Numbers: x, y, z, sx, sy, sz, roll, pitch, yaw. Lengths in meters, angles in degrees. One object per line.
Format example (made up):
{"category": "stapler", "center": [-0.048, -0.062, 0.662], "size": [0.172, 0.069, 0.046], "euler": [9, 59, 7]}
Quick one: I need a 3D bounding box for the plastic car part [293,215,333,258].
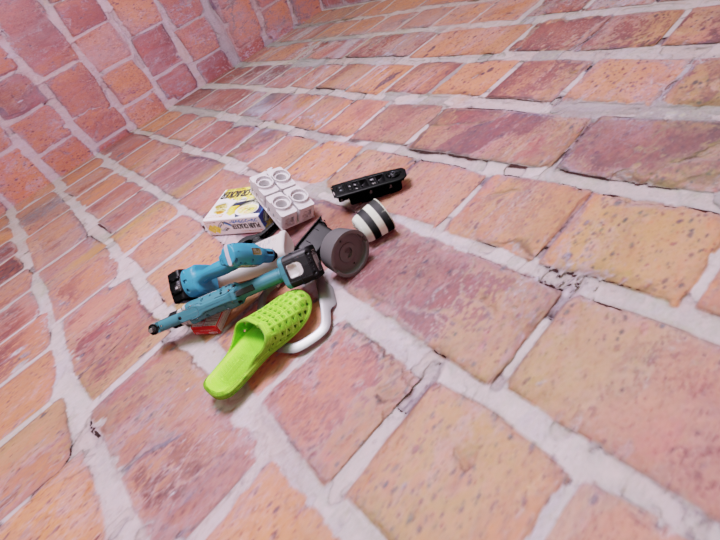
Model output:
{"category": "plastic car part", "center": [-0.102, -0.067, 1.044], "size": [0.074, 0.063, 0.116], "euler": [22, 61, 26]}

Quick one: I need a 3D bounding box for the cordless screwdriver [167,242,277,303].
{"category": "cordless screwdriver", "center": [-0.323, 0.002, 0.993], "size": [0.255, 0.076, 0.152], "euler": [-24, -10, 28]}

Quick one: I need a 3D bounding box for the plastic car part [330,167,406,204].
{"category": "plastic car part", "center": [0.029, -0.217, 1.121], "size": [0.203, 0.064, 0.069], "euler": [-19, 32, 2]}

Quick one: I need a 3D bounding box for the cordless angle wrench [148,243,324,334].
{"category": "cordless angle wrench", "center": [-0.288, 0.057, 0.946], "size": [0.427, 0.074, 0.097], "euler": [-22, 3, 9]}

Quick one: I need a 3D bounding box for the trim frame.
{"category": "trim frame", "center": [-0.144, 0.081, 0.928], "size": [0.185, 0.026, 0.259], "euler": [-23, 38, 6]}
